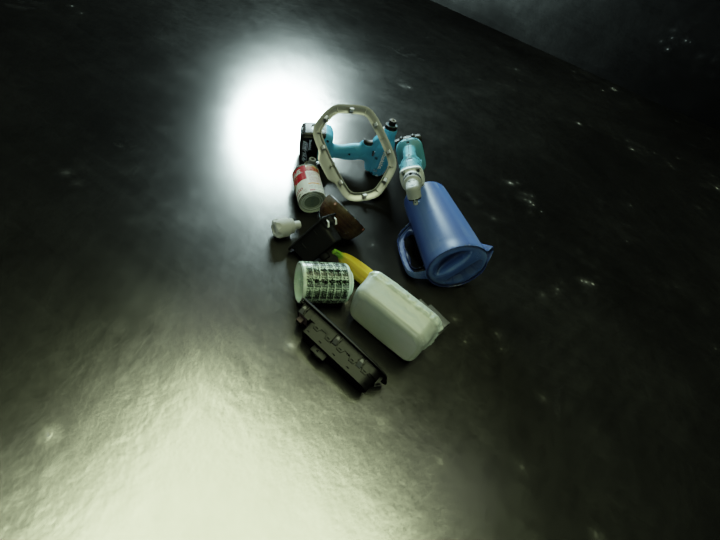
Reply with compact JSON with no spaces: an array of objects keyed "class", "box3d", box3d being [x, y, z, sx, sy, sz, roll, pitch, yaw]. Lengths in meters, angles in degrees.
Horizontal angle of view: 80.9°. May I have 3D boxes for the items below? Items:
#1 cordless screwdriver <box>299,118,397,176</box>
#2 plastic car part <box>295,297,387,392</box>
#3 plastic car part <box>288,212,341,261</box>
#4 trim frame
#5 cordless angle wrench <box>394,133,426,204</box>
[{"class":"cordless screwdriver","box3d":[-0.033,-0.337,1.100,0.245,0.156,0.077,7,45,-10]},{"class":"plastic car part","box3d":[-0.041,0.136,0.734,0.209,0.065,0.066,36,58,16]},{"class":"plastic car part","box3d":[-0.085,-0.056,0.874,0.072,0.118,0.064,52,27,6]},{"class":"trim frame","box3d":[-0.014,-0.291,1.043,0.183,0.243,0.028,-28,14,-4]},{"class":"cordless angle wrench","box3d":[0.121,-0.245,1.007,0.076,0.095,0.428,-11,25,11]}]
